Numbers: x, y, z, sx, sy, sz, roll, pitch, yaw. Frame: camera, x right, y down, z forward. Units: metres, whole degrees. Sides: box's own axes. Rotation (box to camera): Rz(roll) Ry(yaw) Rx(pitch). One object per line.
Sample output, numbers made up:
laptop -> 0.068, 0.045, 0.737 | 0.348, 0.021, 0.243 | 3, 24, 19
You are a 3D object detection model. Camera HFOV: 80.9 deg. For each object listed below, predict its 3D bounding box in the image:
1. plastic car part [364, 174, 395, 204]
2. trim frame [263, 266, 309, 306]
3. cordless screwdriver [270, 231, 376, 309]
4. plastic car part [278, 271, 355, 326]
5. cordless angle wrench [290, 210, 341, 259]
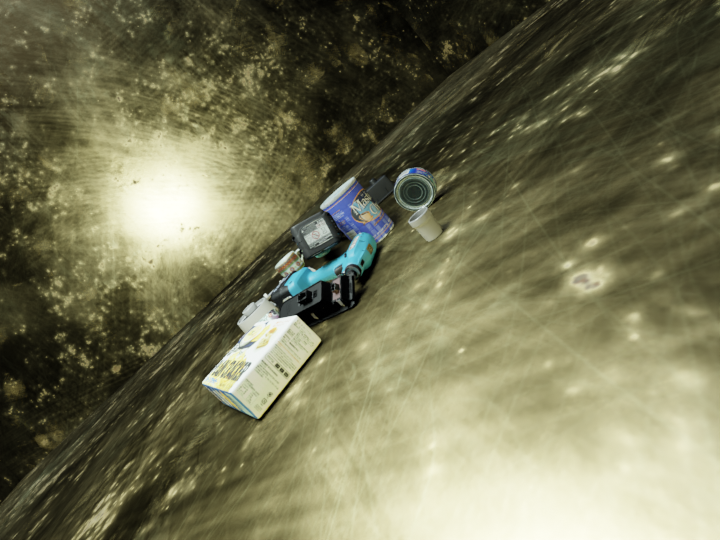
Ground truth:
plastic car part -> 0.050, -0.244, 1.281 | 0.117, 0.069, 0.067 | -44, 13, 7
trim frame -> -0.240, 0.062, 1.255 | 0.254, 0.027, 0.183 | -30, 18, 44
cordless screwdriver -> -0.080, 0.021, 0.879 | 0.254, 0.073, 0.160 | -31, 17, 27
plastic car part -> -0.092, 0.064, 0.789 | 0.207, 0.064, 0.068 | -33, 56, 47
cordless angle wrench -> -0.104, -0.068, 1.068 | 0.098, 0.075, 0.422 | -29, 0, -4
